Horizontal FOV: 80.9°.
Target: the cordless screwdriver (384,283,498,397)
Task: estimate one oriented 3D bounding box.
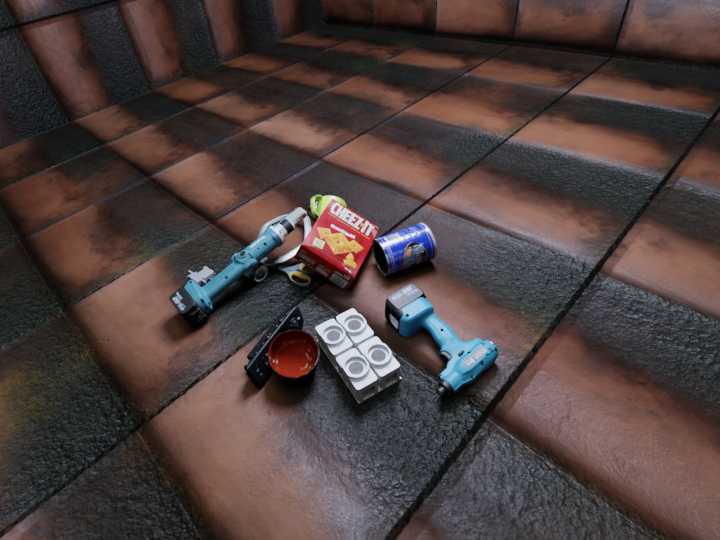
[{"bbox_3d":[0.149,0.148,0.919,0.156,0.071,0.263,-33,51,-23],"label":"cordless screwdriver"}]

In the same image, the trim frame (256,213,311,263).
[{"bbox_3d":[-0.234,-0.099,1.269,0.185,0.026,0.258,-16,40,4],"label":"trim frame"}]

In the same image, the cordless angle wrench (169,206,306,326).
[{"bbox_3d":[-0.304,-0.028,1.123,0.420,0.071,0.103,-42,53,-14],"label":"cordless angle wrench"}]

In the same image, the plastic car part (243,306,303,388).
[{"bbox_3d":[-0.201,0.169,0.975,0.070,0.064,0.202,-5,37,44],"label":"plastic car part"}]
